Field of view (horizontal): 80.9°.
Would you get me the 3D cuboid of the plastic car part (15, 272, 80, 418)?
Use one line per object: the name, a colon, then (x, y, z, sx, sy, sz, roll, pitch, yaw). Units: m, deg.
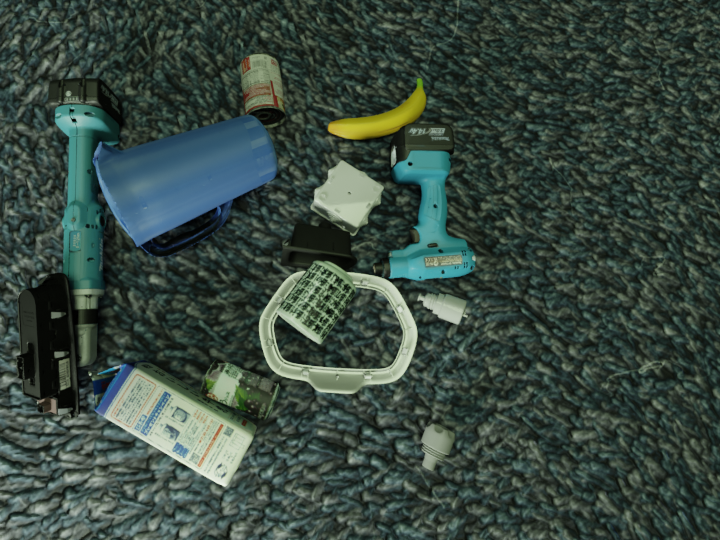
plastic car part: (-0.427, 0.103, 0.572, 0.069, 0.064, 0.202, 4, 93, 30)

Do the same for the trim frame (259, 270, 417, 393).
trim frame: (-0.033, 0.093, 0.657, 0.246, 0.027, 0.186, 5, 79, -5)

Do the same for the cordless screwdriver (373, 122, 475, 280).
cordless screwdriver: (0.088, -0.108, 0.688, 0.158, 0.074, 0.251, -6, 83, -6)

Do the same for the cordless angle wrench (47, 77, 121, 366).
cordless angle wrench: (-0.412, -0.074, 0.633, 0.074, 0.097, 0.427, -4, 82, -5)

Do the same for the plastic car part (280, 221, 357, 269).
plastic car part: (-0.066, -0.043, 0.671, 0.115, 0.065, 0.073, 4, 65, -8)
